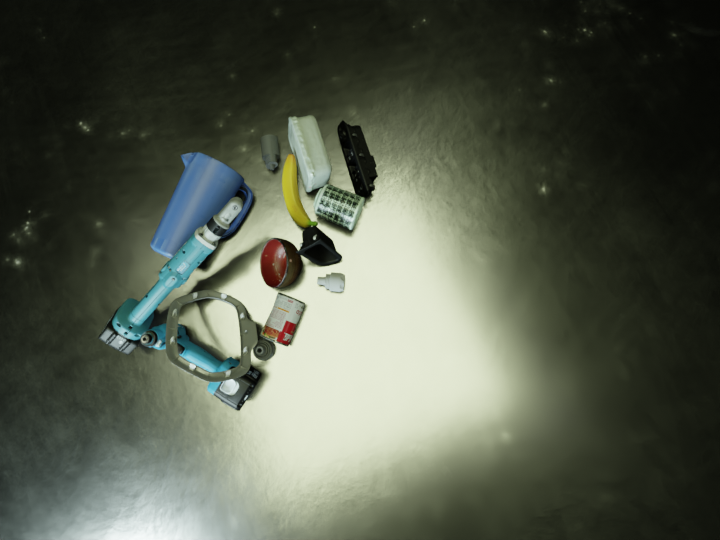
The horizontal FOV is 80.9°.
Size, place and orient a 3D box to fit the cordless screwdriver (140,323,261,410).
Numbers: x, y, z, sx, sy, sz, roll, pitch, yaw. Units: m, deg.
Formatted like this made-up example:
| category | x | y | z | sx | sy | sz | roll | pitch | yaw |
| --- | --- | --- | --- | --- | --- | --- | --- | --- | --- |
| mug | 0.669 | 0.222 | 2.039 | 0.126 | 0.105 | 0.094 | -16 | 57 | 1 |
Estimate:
| category | x | y | z | sx | sy | sz | roll | pitch | yaw |
| --- | --- | --- | --- | --- | --- | --- | --- | --- | --- |
| cordless screwdriver | -0.333 | 0.191 | 0.879 | 0.252 | 0.157 | 0.074 | 31 | 85 | 6 |

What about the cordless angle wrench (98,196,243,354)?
| category | x | y | z | sx | sy | sz | roll | pitch | yaw |
| --- | --- | --- | --- | --- | --- | --- | --- | --- | --- |
| cordless angle wrench | -0.386 | 0.005 | 0.880 | 0.425 | 0.101 | 0.071 | -44 | 116 | 14 |

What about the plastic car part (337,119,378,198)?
| category | x | y | z | sx | sy | sz | roll | pitch | yaw |
| --- | --- | --- | --- | --- | --- | --- | --- | --- | --- |
| plastic car part | -0.003 | -0.269 | 1.005 | 0.066 | 0.066 | 0.207 | -18 | 78 | -12 |

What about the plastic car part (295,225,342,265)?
| category | x | y | z | sx | sy | sz | roll | pitch | yaw |
| --- | --- | --- | --- | --- | --- | --- | --- | --- | --- |
| plastic car part | -0.093 | -0.061 | 0.950 | 0.067 | 0.110 | 0.073 | -25 | 63 | 20 |

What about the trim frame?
| category | x | y | z | sx | sy | sz | roll | pitch | yaw |
| --- | --- | --- | --- | --- | --- | --- | --- | --- | --- |
| trim frame | -0.306 | 0.124 | 0.876 | 0.177 | 0.027 | 0.260 | 10 | 33 | -25 |
